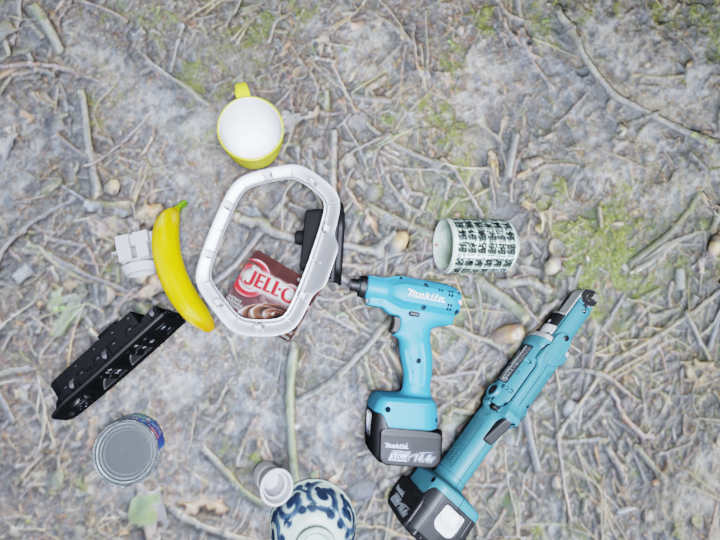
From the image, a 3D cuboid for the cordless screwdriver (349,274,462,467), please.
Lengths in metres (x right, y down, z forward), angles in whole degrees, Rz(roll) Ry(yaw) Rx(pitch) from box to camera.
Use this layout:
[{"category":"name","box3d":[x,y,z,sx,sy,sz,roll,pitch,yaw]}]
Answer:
[{"category":"cordless screwdriver","box3d":[0.048,0.131,0.593,0.158,0.074,0.251,10,79,-4]}]

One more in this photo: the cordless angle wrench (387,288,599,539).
[{"category":"cordless angle wrench","box3d":[0.205,0.187,0.594,0.074,0.098,0.421,42,78,-3]}]

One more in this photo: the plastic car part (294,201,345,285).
[{"category":"plastic car part","box3d":[-0.060,-0.039,0.615,0.072,0.064,0.118,-1,80,8]}]

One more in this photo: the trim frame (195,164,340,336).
[{"category":"trim frame","box3d":[-0.124,-0.033,0.581,0.187,0.027,0.249,18,79,9]}]

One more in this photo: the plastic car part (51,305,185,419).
[{"category":"plastic car part","box3d":[-0.339,0.117,0.572,0.068,0.065,0.202,41,82,8]}]
